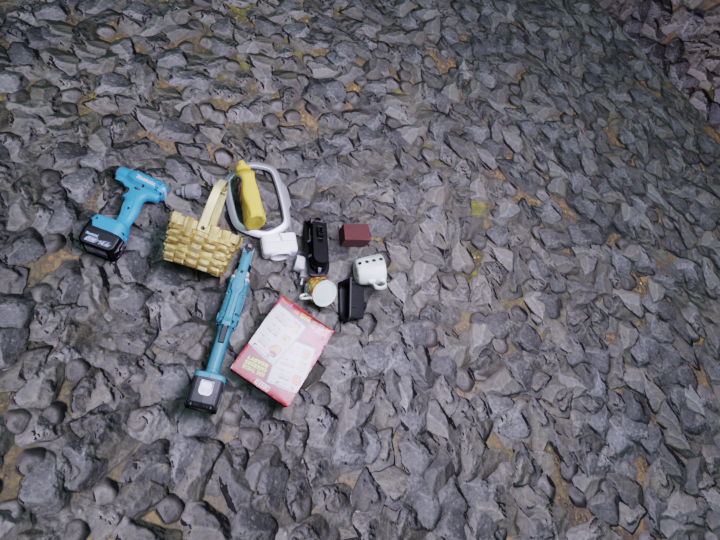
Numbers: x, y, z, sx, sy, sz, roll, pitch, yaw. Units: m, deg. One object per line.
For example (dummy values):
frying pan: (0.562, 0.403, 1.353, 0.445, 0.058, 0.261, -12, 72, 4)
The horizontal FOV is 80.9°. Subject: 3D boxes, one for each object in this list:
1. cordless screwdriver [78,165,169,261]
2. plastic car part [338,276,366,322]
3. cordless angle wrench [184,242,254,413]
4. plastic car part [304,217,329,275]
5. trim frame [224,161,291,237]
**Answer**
cordless screwdriver: (-0.624, -0.157, 1.081, 0.158, 0.074, 0.251, 24, 61, -4)
plastic car part: (-0.018, 0.085, 1.138, 0.068, 0.067, 0.119, 7, 70, -29)
cordless angle wrench: (-0.325, 0.121, 1.034, 0.073, 0.098, 0.431, 15, 61, -11)
plastic car part: (-0.112, -0.073, 1.146, 0.064, 0.067, 0.210, 12, 50, -22)
trim frame: (-0.290, -0.203, 1.206, 0.180, 0.027, 0.255, -12, 70, -17)
